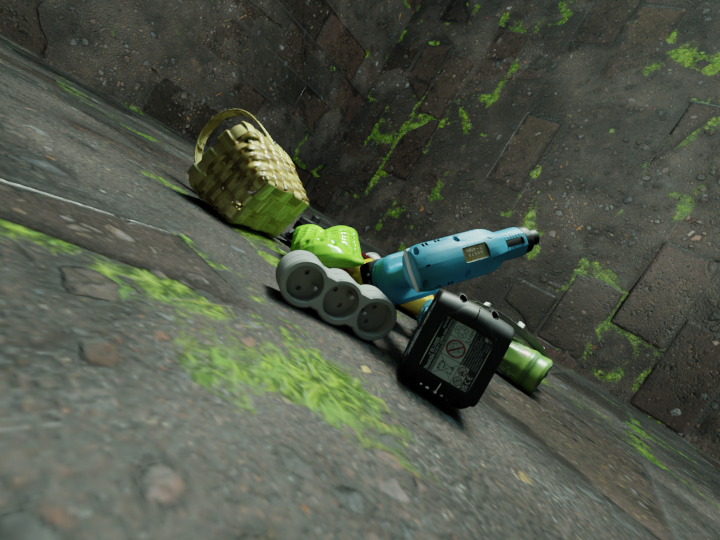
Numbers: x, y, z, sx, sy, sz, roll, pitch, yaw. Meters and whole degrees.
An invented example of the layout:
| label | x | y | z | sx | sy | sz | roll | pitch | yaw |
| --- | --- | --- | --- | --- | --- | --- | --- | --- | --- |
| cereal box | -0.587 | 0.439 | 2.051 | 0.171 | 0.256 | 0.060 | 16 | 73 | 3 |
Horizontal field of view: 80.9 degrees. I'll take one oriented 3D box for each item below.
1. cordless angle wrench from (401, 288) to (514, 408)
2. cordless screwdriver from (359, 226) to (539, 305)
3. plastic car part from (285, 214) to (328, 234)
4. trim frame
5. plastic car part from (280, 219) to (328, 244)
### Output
| label | x | y | z | sx | sy | sz | roll | pitch | yaw |
| --- | --- | --- | --- | --- | --- | --- | --- | --- | --- |
| cordless angle wrench | 0.109 | 0.075 | 0.582 | 0.076 | 0.098 | 0.415 | 28 | 2 | 6 |
| cordless screwdriver | 0.099 | -0.004 | 0.561 | 0.156 | 0.075 | 0.251 | -15 | -5 | -16 |
| plastic car part | -0.111 | -0.088 | 0.945 | 0.069 | 0.071 | 0.111 | 32 | 3 | 22 |
| trim frame | 0.285 | 0.136 | 0.845 | 0.195 | 0.027 | 0.235 | 30 | -17 | 39 |
| plastic car part | -0.085 | -0.055 | 0.866 | 0.070 | 0.067 | 0.192 | 43 | 14 | 31 |
